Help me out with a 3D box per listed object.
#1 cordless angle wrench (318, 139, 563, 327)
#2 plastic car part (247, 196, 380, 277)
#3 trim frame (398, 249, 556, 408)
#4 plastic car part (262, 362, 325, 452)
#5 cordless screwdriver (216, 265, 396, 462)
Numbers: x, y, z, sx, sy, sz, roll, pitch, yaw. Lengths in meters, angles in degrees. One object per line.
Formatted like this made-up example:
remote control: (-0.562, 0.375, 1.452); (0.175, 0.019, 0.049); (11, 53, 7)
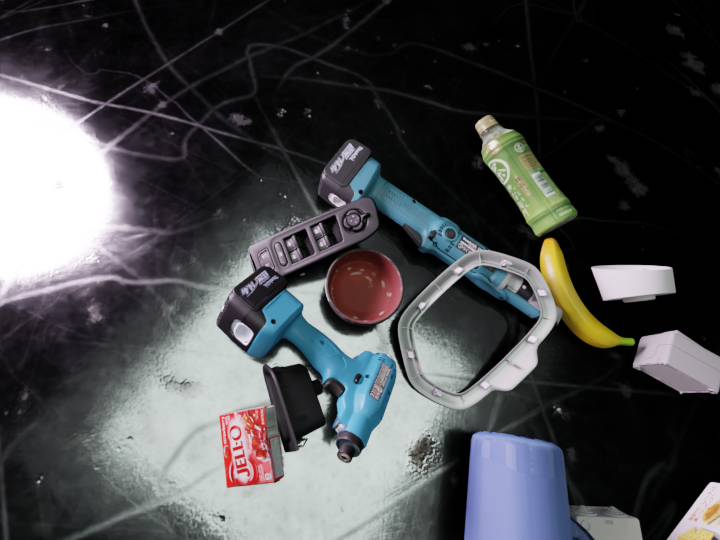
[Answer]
cordless angle wrench: (0.128, -0.048, 0.663); (0.427, 0.074, 0.098); (35, 71, 5)
plastic car part: (-0.062, -0.040, 0.631); (0.205, 0.064, 0.068); (-25, 68, 12)
trim frame: (0.169, 0.083, 0.609); (0.248, 0.027, 0.184); (-42, 89, -5)
plastic car part: (-0.084, 0.175, 0.573); (0.069, 0.066, 0.120); (-9, 68, -26)
cordless screwdriver: (-0.075, 0.114, 0.546); (0.251, 0.074, 0.158); (35, 36, 3)
